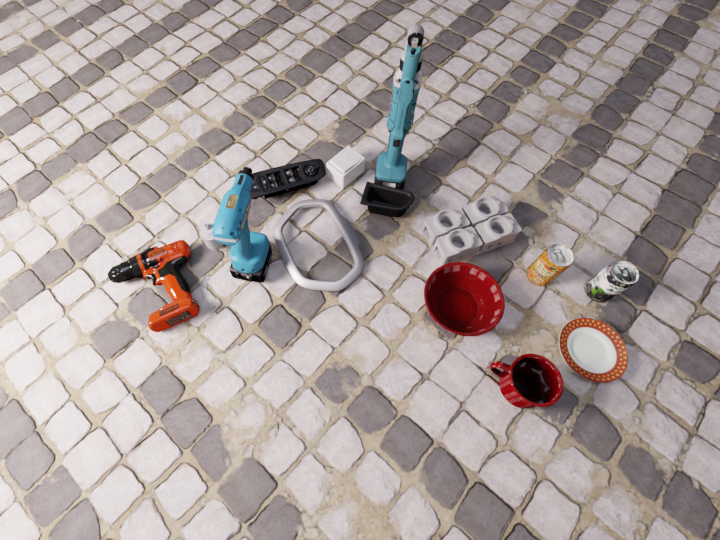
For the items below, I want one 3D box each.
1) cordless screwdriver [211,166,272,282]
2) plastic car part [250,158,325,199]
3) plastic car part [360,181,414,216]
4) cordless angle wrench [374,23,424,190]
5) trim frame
[{"bbox_3d":[-0.235,-0.084,0.871,0.075,0.242,0.162,9,64,2],"label":"cordless screwdriver"},{"bbox_3d":[-0.181,-0.217,1.037,0.201,0.065,0.069,-19,66,-8],"label":"plastic car part"},{"bbox_3d":[0.062,-0.155,0.993,0.119,0.069,0.067,15,65,8],"label":"plastic car part"},{"bbox_3d":[0.083,-0.313,0.881,0.075,0.412,0.100,9,65,1],"label":"cordless angle wrench"},{"bbox_3d":[-0.095,-0.062,0.975,0.182,0.027,0.258,-24,65,-10],"label":"trim frame"}]
